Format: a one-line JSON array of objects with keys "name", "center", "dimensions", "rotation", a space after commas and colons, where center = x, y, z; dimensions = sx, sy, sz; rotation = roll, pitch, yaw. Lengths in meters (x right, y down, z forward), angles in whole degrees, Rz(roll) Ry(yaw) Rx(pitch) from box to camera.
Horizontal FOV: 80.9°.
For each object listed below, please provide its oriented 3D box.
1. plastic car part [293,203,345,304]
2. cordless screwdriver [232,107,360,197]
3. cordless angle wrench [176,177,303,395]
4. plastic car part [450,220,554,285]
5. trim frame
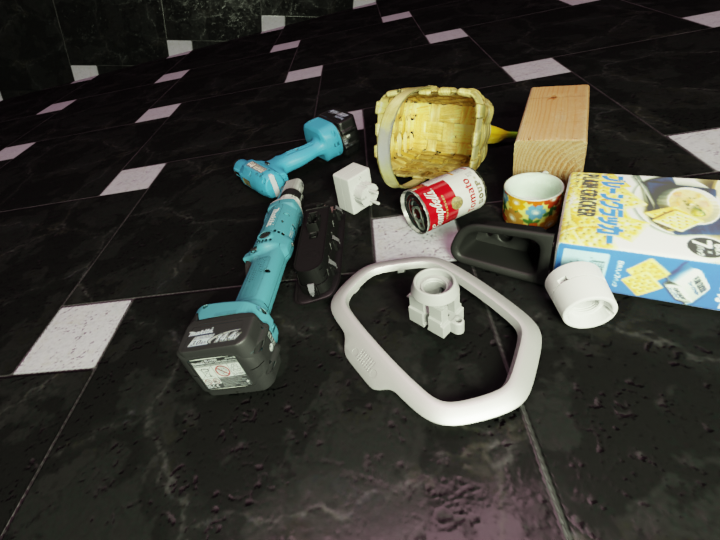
[{"name": "plastic car part", "center": [-0.059, -0.038, 0.599], "dimensions": [0.067, 0.064, 0.209], "rotation": [-6, 43, 6]}, {"name": "cordless screwdriver", "center": [-0.133, -0.241, 0.854], "dimensions": [0.245, 0.071, 0.169], "rotation": [-37, 44, -20]}, {"name": "cordless angle wrench", "center": [-0.128, -0.028, 0.601], "dimensions": [0.100, 0.071, 0.432], "rotation": [-12, 36, 14]}, {"name": "plastic car part", "center": [0.183, -0.036, 0.530], "dimensions": [0.123, 0.064, 0.069], "rotation": [18, 32, 37]}, {"name": "trim frame", "center": [0.072, 0.060, 0.469], "dimensions": [0.181, 0.026, 0.263], "rotation": [-29, 43, -18]}]
